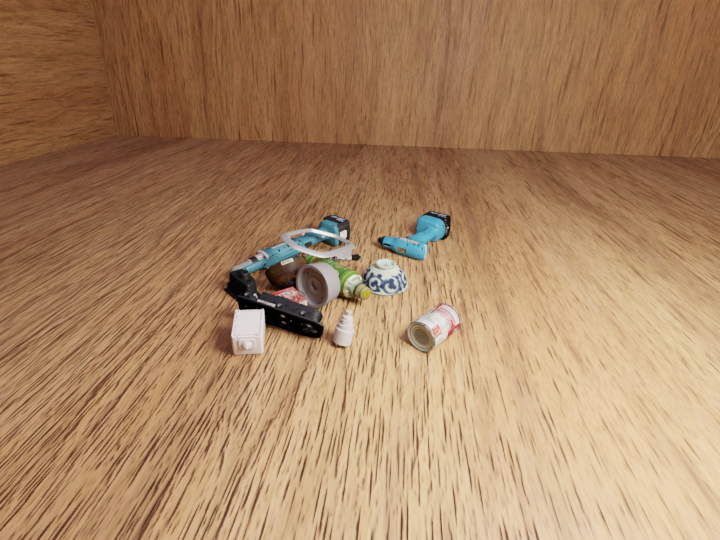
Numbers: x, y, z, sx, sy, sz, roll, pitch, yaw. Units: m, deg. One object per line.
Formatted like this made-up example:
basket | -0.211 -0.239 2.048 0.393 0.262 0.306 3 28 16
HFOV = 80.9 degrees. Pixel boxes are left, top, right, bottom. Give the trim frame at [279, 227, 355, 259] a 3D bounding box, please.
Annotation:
trim frame | -0.114 -0.074 1.165 0.192 0.027 0.241 22 18 21

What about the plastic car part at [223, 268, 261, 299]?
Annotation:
plastic car part | -0.292 0.033 1.058 0.064 0.069 0.123 -20 30 -35

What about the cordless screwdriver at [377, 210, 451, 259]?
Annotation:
cordless screwdriver | 0.178 -0.117 1.353 0.167 0.072 0.243 17 35 30

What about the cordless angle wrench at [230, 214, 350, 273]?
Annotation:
cordless angle wrench | -0.203 -0.068 1.260 0.103 0.072 0.411 23 37 38

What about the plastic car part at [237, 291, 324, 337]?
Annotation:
plastic car part | -0.167 0.093 0.924 0.210 0.064 0.066 19 38 18
